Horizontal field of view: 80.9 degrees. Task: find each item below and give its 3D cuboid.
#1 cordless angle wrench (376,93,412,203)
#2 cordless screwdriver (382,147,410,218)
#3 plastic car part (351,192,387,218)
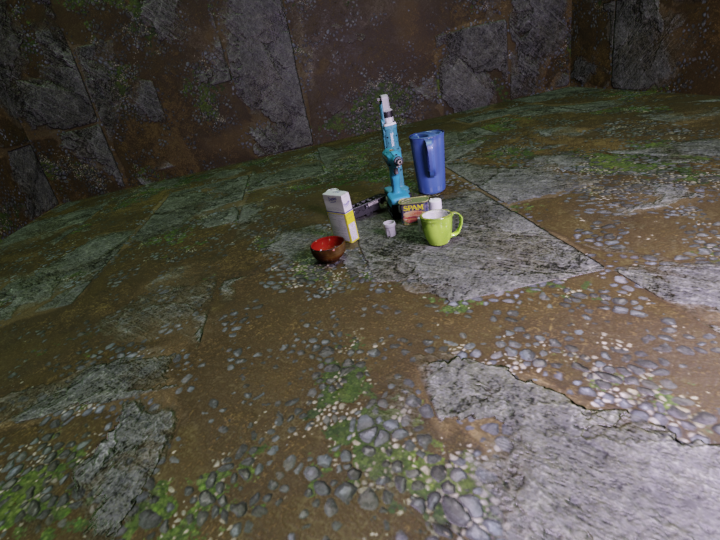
[{"bbox_3d":[0.120,-0.446,1.595,0.097,0.410,0.077,-13,24,-4],"label":"cordless angle wrench"},{"bbox_3d":[0.133,-0.306,1.506,0.074,0.241,0.165,-13,25,-4],"label":"cordless screwdriver"},{"bbox_3d":[0.009,-0.240,1.630,0.200,0.065,0.069,-20,27,-14],"label":"plastic car part"}]
